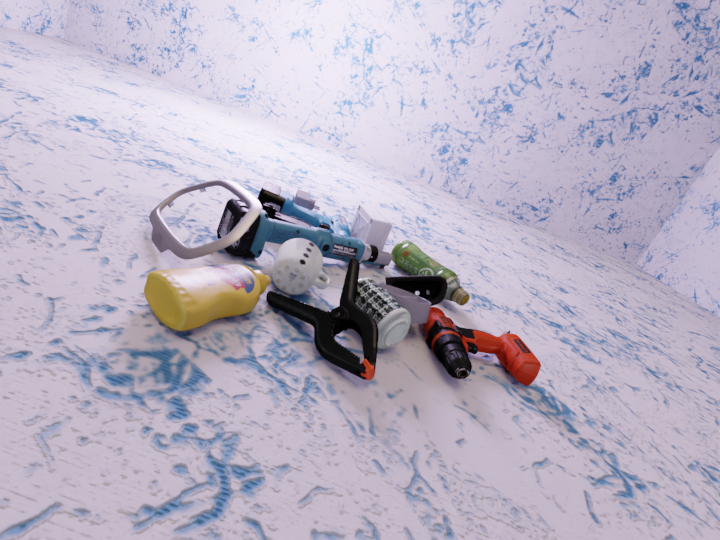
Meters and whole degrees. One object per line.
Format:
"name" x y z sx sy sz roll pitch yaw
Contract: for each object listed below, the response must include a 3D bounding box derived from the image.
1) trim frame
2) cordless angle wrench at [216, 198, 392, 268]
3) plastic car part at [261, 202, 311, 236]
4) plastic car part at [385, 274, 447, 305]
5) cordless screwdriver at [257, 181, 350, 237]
"trim frame" -0.278 -0.096 0.740 0.181 0.026 0.263 -35 46 -21
"cordless angle wrench" -0.088 -0.057 0.896 0.402 0.097 0.079 10 21 -36
"plastic car part" -0.196 -0.110 0.959 0.202 0.067 0.067 24 13 -3
"plastic car part" 0.109 0.043 0.843 0.117 0.067 0.070 -4 -8 3
"cordless screwdriver" -0.138 -0.127 1.035 0.242 0.074 0.164 20 21 -16
